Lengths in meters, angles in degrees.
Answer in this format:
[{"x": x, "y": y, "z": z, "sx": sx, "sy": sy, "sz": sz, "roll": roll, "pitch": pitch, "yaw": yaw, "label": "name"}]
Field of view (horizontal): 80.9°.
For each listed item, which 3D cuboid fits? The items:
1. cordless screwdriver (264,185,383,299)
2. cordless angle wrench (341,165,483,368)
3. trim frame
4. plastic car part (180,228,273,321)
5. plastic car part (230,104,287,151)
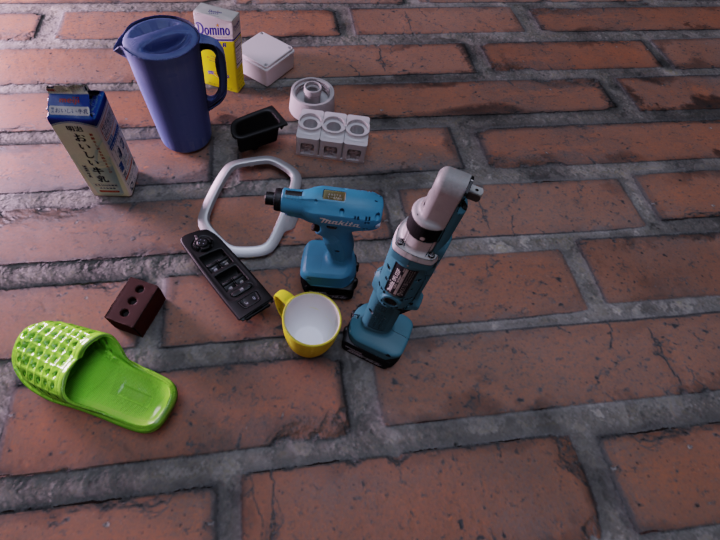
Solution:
[{"x": -0.064, "y": -0.042, "z": 0.657, "sx": 0.159, "sy": 0.244, "sz": 0.076, "roll": 9, "pitch": 60, "yaw": -3, "label": "cordless screwdriver"}, {"x": 0.048, "y": 0.019, "z": 0.528, "sx": 0.099, "sy": 0.415, "sz": 0.074, "roll": 26, "pitch": 60, "yaw": 6, "label": "cordless angle wrench"}, {"x": -0.209, "y": -0.131, "z": 0.827, "sx": 0.186, "sy": 0.027, "sz": 0.252, "roll": 13, "pitch": 59, "yaw": 4, "label": "trim frame"}, {"x": -0.231, "y": 0.007, "z": 0.721, "sx": 0.065, "sy": 0.065, "sz": 0.211, "roll": -35, "pitch": 68, "yaw": -23, "label": "plastic car part"}, {"x": -0.221, "y": -0.290, "z": 0.897, "sx": 0.114, "sy": 0.069, "sz": 0.068, "roll": -30, "pitch": 68, "yaw": -21, "label": "plastic car part"}]
